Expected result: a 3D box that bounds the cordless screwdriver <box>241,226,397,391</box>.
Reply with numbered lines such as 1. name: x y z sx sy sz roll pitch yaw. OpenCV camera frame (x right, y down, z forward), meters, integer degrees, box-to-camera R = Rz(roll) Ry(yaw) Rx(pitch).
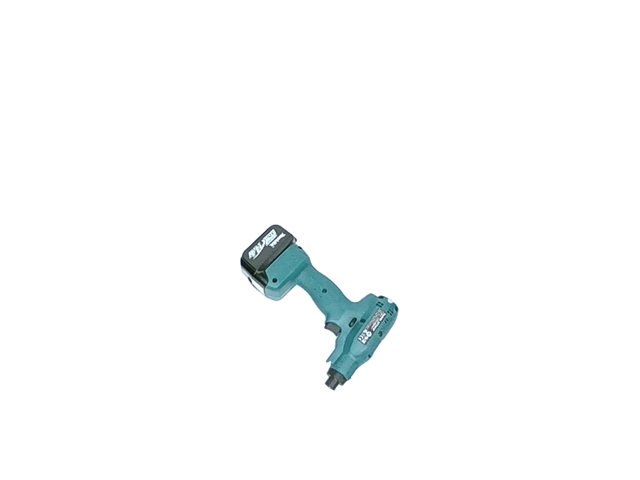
1. cordless screwdriver: -0.019 0.101 0.660 0.249 0.158 0.074 35 -22 11
